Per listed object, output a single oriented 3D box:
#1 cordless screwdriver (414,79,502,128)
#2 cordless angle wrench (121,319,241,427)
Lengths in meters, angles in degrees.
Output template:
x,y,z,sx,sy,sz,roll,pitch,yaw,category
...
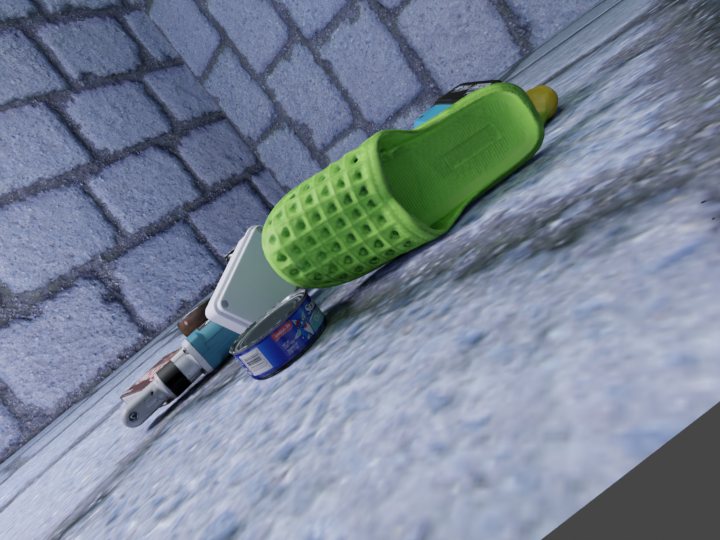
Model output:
x,y,z,sx,sy,sz,roll,pitch,yaw,category
0.054,-0.120,0.505,0.247,0.071,0.167,-42,30,-8,cordless screwdriver
-0.132,0.036,0.559,0.419,0.073,0.100,-45,11,-23,cordless angle wrench
